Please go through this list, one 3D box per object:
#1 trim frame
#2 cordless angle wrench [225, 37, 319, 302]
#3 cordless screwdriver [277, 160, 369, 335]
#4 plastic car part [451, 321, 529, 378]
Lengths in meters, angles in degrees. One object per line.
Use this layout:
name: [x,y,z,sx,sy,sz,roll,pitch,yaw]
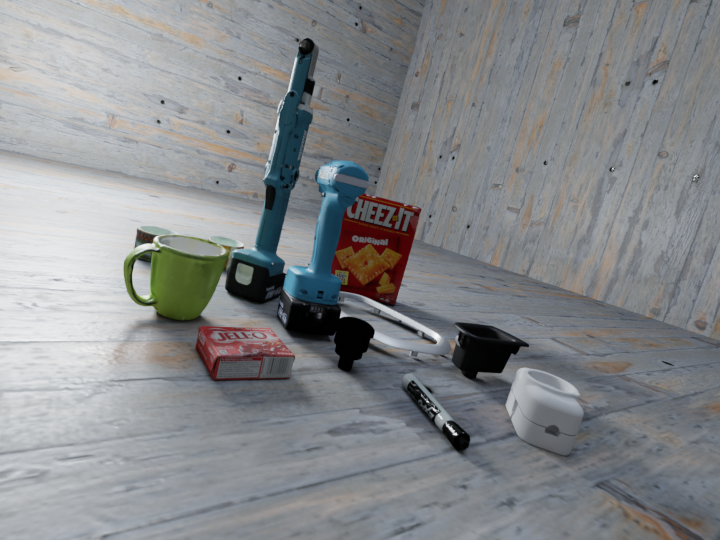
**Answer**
trim frame: [0.030,0.084,0.704,0.263,0.027,0.175,22,13,38]
cordless angle wrench: [-0.131,-0.160,0.696,0.077,0.420,0.095,17,8,15]
cordless screwdriver: [-0.061,-0.040,0.629,0.072,0.247,0.165,12,9,-21]
plastic car part: [0.167,0.116,0.594,0.111,0.070,0.070,8,11,-36]
